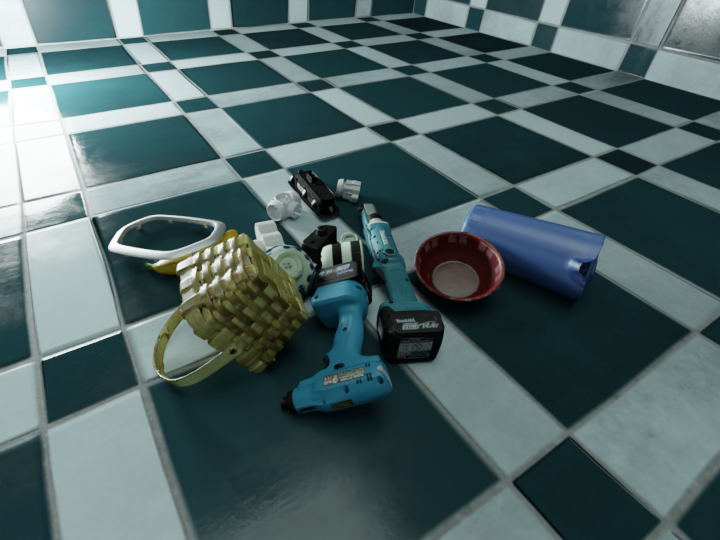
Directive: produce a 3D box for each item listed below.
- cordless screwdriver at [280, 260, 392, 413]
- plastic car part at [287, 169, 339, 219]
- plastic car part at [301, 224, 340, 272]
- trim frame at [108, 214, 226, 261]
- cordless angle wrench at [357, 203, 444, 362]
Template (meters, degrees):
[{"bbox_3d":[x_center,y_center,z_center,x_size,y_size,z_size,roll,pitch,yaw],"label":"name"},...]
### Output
[{"bbox_3d":[-0.046,0.103,0.667,0.161,0.071,0.257,-20,39,11],"label":"cordless screwdriver"},{"bbox_3d":[-0.110,-0.197,1.037,0.064,0.066,0.214,-10,44,-28],"label":"plastic car part"},{"bbox_3d":[-0.084,-0.055,0.862,0.068,0.069,0.116,22,46,17],"label":"plastic car part"},{"bbox_3d":[-0.395,-0.072,0.867,0.257,0.026,0.184,5,35,21],"label":"trim frame"},{"bbox_3d":[0.052,-0.015,0.825,0.097,0.072,0.440,-3,39,-9],"label":"cordless angle wrench"}]
